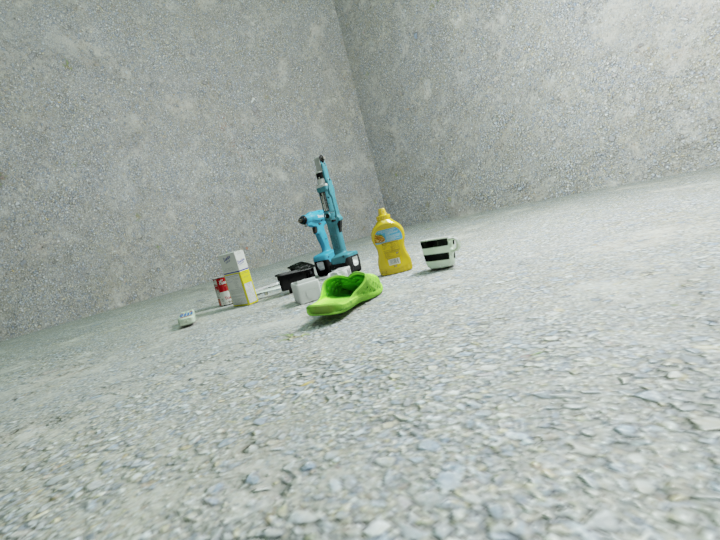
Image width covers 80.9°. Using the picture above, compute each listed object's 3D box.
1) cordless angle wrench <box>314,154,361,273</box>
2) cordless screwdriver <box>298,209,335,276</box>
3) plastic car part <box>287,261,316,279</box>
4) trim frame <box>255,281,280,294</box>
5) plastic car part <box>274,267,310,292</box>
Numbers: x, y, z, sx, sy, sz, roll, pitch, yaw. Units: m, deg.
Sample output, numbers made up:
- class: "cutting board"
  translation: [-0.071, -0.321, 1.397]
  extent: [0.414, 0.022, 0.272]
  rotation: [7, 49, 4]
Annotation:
- class: "cordless angle wrench"
  translation: [-0.097, -0.191, 1.466]
  extent: [0.102, 0.421, 0.072]
  rotation: [-12, 3, 38]
- class: "cordless screwdriver"
  translation: [-0.156, -0.102, 1.596]
  extent: [0.077, 0.248, 0.154]
  rotation: [-13, 4, 34]
- class: "plastic car part"
  translation: [-0.223, 0.004, 1.635]
  extent: [0.065, 0.066, 0.209]
  rotation: [-16, 7, -23]
- class: "trim frame"
  translation: [-0.305, 0.061, 1.513]
  extent: [0.191, 0.027, 0.241]
  rotation: [-10, 8, 31]
- class: "plastic car part"
  translation: [-0.218, 0.035, 1.359]
  extent: [0.113, 0.070, 0.068]
  rotation: [-18, 5, -30]
